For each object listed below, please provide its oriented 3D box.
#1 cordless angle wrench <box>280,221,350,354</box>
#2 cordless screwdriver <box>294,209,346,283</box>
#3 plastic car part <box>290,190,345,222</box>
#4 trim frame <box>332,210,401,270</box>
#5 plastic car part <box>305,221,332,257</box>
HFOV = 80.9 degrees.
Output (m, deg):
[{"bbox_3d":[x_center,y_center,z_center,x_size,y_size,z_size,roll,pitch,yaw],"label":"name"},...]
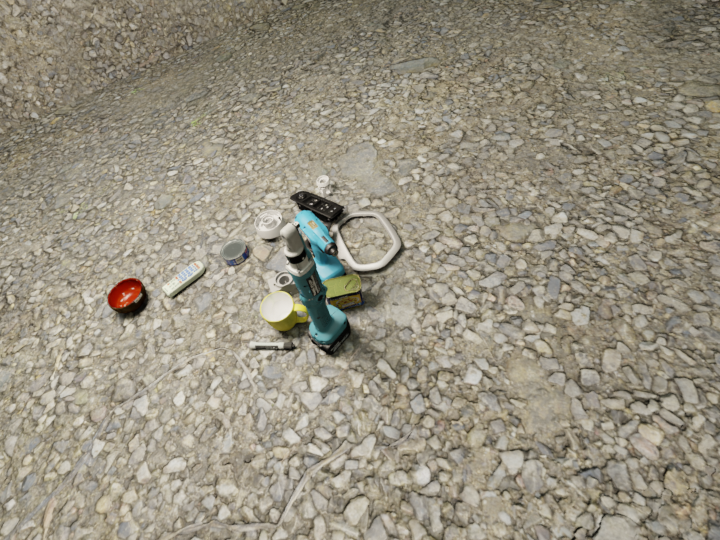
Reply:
[{"bbox_3d":[-0.105,0.047,0.927,0.078,0.404,0.097,31,64,30],"label":"cordless angle wrench"},{"bbox_3d":[-0.088,-0.029,1.091,0.073,0.238,0.168,-32,53,-14],"label":"cordless screwdriver"},{"bbox_3d":[-0.140,-0.203,1.354,0.214,0.064,0.066,30,64,32],"label":"plastic car part"},{"bbox_3d":[0.011,-0.093,1.252,0.183,0.026,0.261,-24,50,-4],"label":"trim frame"},{"bbox_3d":[-0.122,-0.080,1.250,0.068,0.068,0.119,2,53,14],"label":"plastic car part"}]
